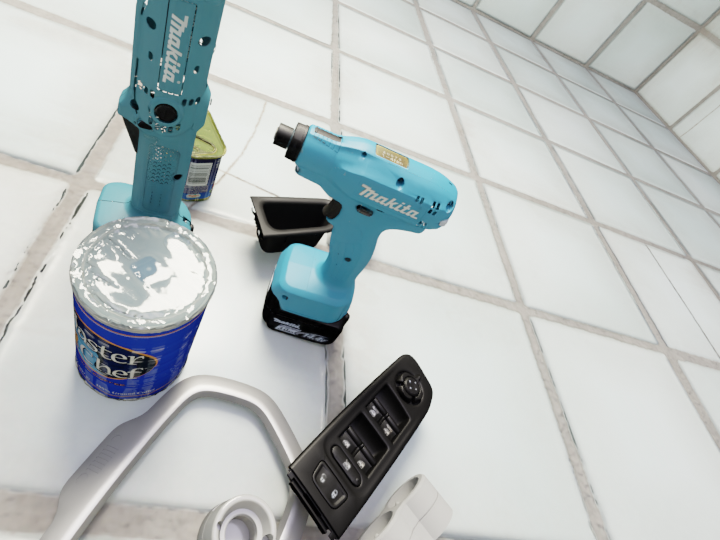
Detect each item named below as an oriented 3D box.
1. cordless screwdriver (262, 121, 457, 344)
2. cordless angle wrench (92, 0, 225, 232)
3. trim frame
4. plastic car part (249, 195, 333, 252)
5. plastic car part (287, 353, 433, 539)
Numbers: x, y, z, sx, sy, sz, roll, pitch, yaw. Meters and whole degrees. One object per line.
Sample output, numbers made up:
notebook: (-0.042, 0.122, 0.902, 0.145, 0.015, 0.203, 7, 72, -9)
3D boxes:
cordless screwdriver: (-0.041, -0.027, 0.422, 0.156, 0.249, 0.076, 23, 46, -14)
cordless angle wrench: (-0.153, -0.139, 0.334, 0.094, 0.424, 0.077, 11, 50, -25)
trim frame: (-0.139, 0.196, 0.333, 0.184, 0.027, 0.248, 32, 44, 0)
plastic car part: (-0.087, -0.052, 0.547, 0.112, 0.071, 0.069, -3, 56, -32)
plastic car part: (0.006, 0.159, 0.416, 0.068, 0.067, 0.198, 46, 46, 11)
